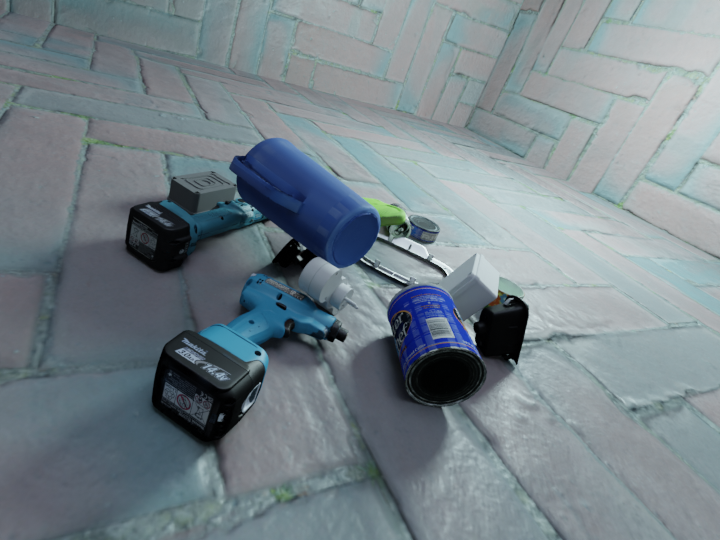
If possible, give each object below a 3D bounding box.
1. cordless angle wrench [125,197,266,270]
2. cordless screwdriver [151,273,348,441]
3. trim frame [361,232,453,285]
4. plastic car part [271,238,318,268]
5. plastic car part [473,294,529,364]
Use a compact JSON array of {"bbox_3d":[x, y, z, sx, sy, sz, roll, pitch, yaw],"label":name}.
[{"bbox_3d":[-0.231,-0.107,0.790,0.101,0.073,0.414,29,27,14],"label":"cordless angle wrench"},{"bbox_3d":[-0.115,0.092,0.506,0.162,0.073,0.247,24,24,7],"label":"cordless screwdriver"},{"bbox_3d":[0.089,-0.025,0.884,0.256,0.027,0.181,25,28,14],"label":"trim frame"},{"bbox_3d":[-0.077,-0.050,0.789,0.068,0.066,0.200,39,31,4],"label":"plastic car part"},{"bbox_3d":[0.217,0.093,0.679,0.070,0.112,0.069,-11,35,-9],"label":"plastic car part"}]
